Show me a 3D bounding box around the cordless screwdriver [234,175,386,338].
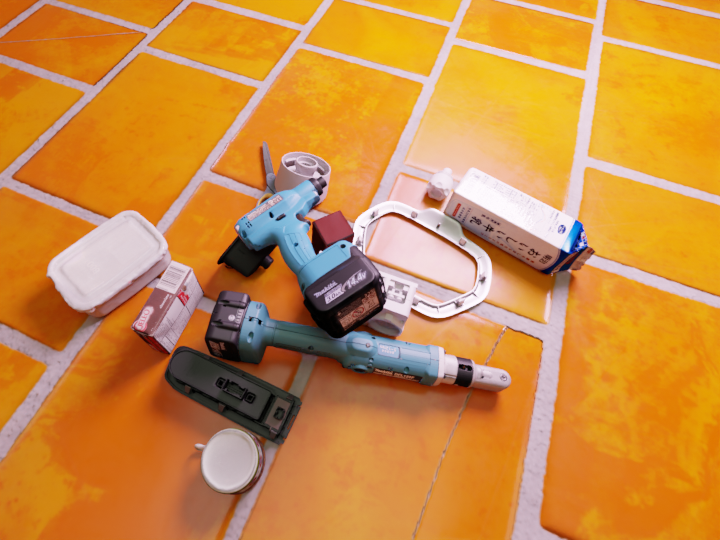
[{"bbox_3d":[-0.058,-0.038,0.588,0.158,0.071,0.263,-38,52,-12],"label":"cordless screwdriver"}]

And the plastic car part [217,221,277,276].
[{"bbox_3d":[-0.170,-0.037,0.694,0.071,0.066,0.116,35,82,0],"label":"plastic car part"}]

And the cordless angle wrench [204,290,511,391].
[{"bbox_3d":[0.000,0.116,0.597,0.424,0.096,0.076,11,58,1],"label":"cordless angle wrench"}]

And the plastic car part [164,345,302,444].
[{"bbox_3d":[-0.186,0.163,0.582,0.208,0.065,0.066,21,69,13],"label":"plastic car part"}]

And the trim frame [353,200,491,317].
[{"bbox_3d":[0.100,-0.028,0.714,0.257,0.027,0.183,32,64,18],"label":"trim frame"}]
